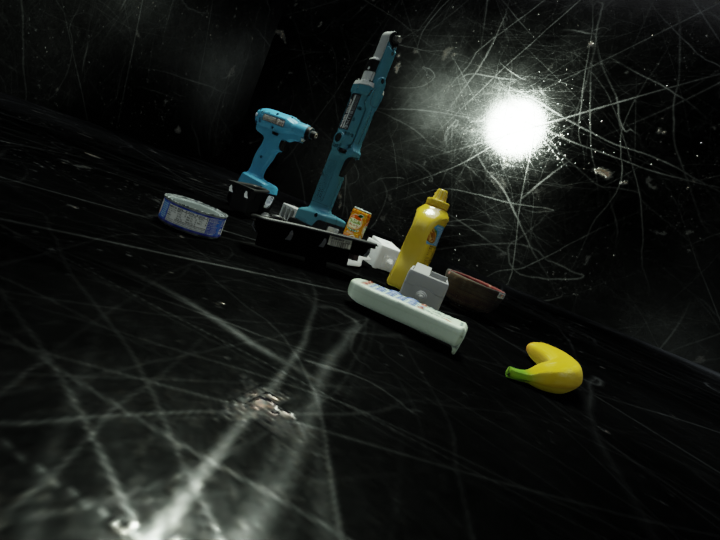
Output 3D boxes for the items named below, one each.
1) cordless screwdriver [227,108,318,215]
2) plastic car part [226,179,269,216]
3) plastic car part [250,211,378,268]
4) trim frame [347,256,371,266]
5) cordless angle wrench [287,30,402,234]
[{"bbox_3d":[-0.209,-0.249,1.006,0.165,0.248,0.072,24,7,18],"label":"cordless screwdriver"},{"bbox_3d":[-0.242,-0.151,0.907,0.067,0.071,0.114,23,8,8],"label":"plastic car part"},{"bbox_3d":[-0.076,-0.043,0.634,0.193,0.067,0.070,17,9,-32],"label":"plastic car part"},{"bbox_3d":[-0.082,-0.053,0.835,0.194,0.027,0.236,27,9,33],"label":"trim frame"},{"bbox_3d":[-0.023,-0.238,0.790,0.070,0.421,0.104,15,10,-46],"label":"cordless angle wrench"}]
